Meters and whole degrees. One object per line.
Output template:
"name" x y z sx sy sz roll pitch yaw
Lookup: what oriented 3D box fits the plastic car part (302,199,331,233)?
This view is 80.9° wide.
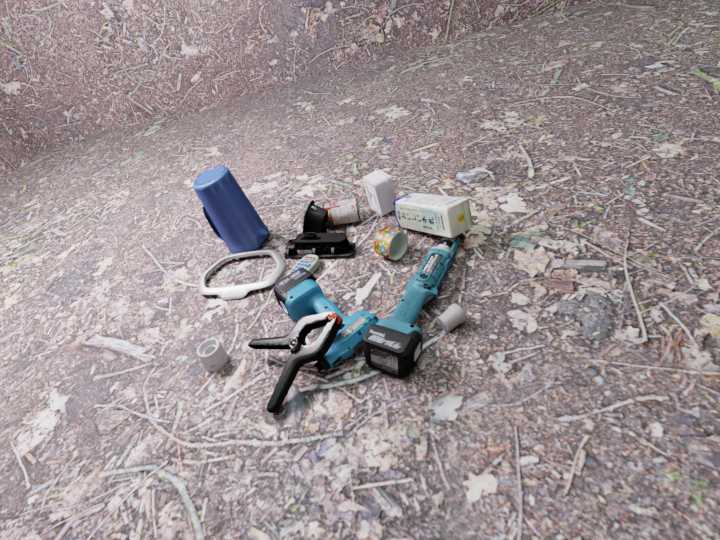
"plastic car part" -0.118 -0.130 1.172 0.072 0.114 0.066 23 47 8

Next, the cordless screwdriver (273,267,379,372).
"cordless screwdriver" -0.097 0.101 0.897 0.157 0.071 0.263 -37 45 -24

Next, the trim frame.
"trim frame" -0.320 0.007 1.137 0.253 0.026 0.189 -7 38 10

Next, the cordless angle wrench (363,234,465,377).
"cordless angle wrench" 0.135 0.034 0.892 0.102 0.071 0.420 13 43 25

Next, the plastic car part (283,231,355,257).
"plastic car part" -0.110 -0.072 1.129 0.210 0.065 0.066 4 34 21
